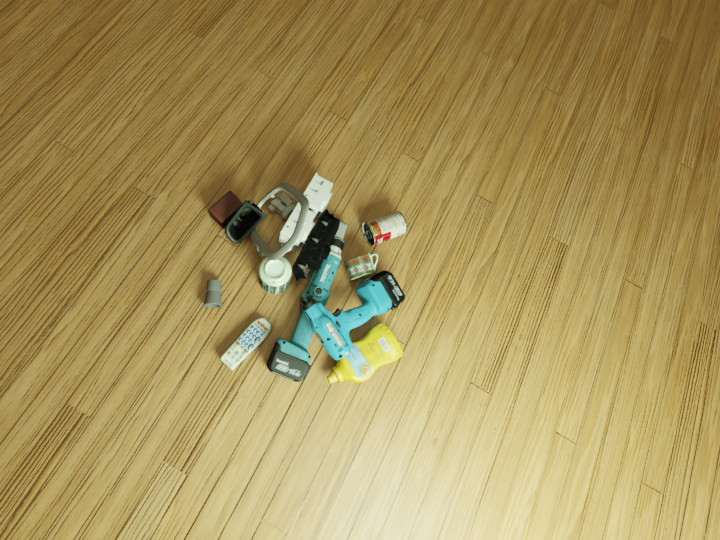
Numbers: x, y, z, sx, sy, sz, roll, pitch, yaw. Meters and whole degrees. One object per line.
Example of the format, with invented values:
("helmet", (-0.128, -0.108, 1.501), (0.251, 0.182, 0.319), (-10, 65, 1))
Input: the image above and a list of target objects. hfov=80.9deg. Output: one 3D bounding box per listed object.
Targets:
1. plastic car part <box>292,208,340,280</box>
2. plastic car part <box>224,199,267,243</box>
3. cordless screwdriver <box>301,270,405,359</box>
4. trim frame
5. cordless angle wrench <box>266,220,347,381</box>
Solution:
("plastic car part", (-0.103, -0.068, 1.057), (0.069, 0.063, 0.205), (10, 61, 20))
("plastic car part", (-0.295, -0.132, 1.069), (0.063, 0.118, 0.073), (37, 25, -26))
("cordless screwdriver", (-0.018, 0.080, 1.022), (0.244, 0.076, 0.160), (-36, 90, -32))
("trim frame", (-0.204, -0.121, 1.024), (0.184, 0.026, 0.263), (-54, 43, 4))
("cordless angle wrench", (-0.111, 0.058, 1.056), (0.098, 0.074, 0.426), (21, 68, -3))
